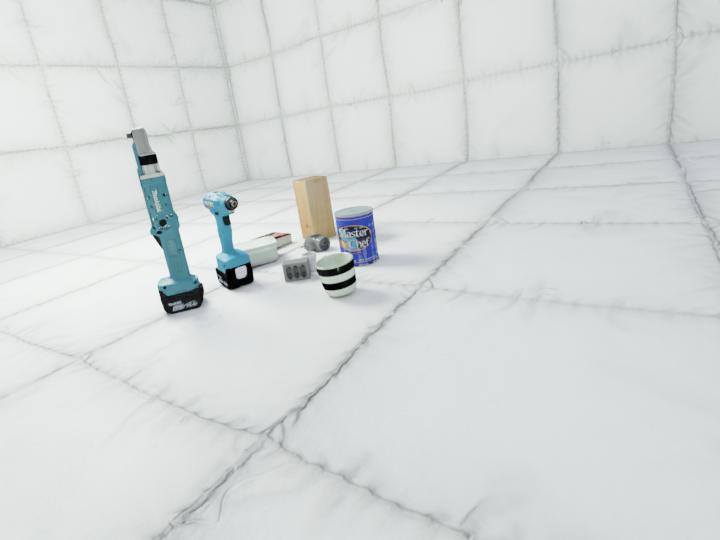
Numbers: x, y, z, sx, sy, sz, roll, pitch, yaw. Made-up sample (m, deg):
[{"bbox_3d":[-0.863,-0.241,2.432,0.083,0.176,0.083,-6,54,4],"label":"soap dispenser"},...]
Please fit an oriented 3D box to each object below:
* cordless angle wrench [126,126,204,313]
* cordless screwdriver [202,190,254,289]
[{"bbox_3d":[-0.451,-0.111,0.970,0.096,0.414,0.077,-12,16,-12],"label":"cordless angle wrench"},{"bbox_3d":[-0.329,-0.077,1.072,0.072,0.244,0.168,-19,20,-33],"label":"cordless screwdriver"}]
